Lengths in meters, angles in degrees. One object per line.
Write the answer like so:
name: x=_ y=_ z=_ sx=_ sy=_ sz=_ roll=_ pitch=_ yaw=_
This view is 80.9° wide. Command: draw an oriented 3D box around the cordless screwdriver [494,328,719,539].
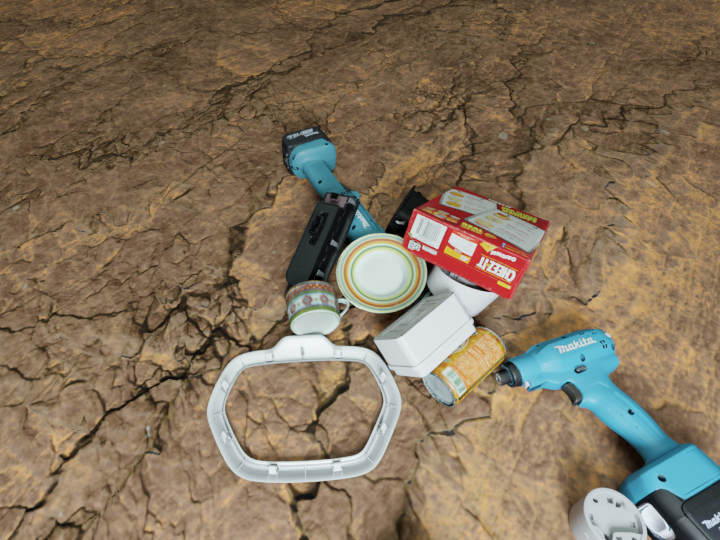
cordless screwdriver: x=0.285 y=0.186 z=0.481 sx=0.157 sy=0.072 sz=0.261 roll=-16 pitch=47 yaw=-12

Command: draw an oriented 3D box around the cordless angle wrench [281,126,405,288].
cordless angle wrench: x=-0.025 y=-0.111 z=0.757 sx=0.096 sy=0.072 sz=0.445 roll=-22 pitch=54 yaw=-17

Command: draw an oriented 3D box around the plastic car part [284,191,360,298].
plastic car part: x=-0.065 y=-0.043 z=0.668 sx=0.068 sy=0.065 sz=0.204 roll=16 pitch=74 yaw=15

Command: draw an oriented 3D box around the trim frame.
trim frame: x=-0.073 y=0.168 z=0.542 sx=0.249 sy=0.026 sz=0.190 roll=-4 pitch=48 yaw=1

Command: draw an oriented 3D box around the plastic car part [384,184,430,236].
plastic car part: x=0.099 y=-0.097 z=0.749 sx=0.072 sy=0.065 sz=0.116 roll=33 pitch=53 yaw=7
